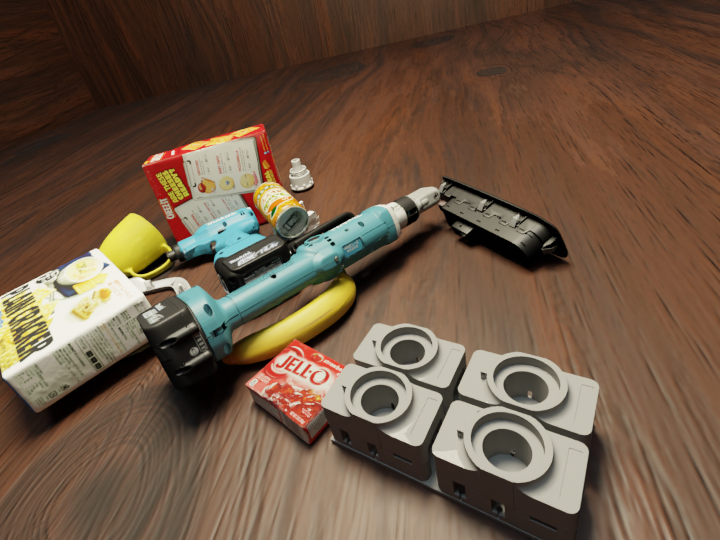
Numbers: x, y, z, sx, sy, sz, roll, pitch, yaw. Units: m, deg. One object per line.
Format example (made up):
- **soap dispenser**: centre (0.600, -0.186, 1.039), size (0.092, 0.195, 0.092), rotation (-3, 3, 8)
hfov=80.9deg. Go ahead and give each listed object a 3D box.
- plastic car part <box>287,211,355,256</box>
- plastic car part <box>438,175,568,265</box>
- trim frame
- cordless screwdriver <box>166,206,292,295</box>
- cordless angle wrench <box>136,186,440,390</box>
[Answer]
- **plastic car part**: centre (-0.061, -0.040, 0.626), size (0.074, 0.064, 0.114), rotation (0, 31, 46)
- **plastic car part**: centre (0.168, -0.064, 0.558), size (0.066, 0.063, 0.215), rotation (-36, 38, -14)
- **trim frame**: centre (-0.363, 0.073, 0.610), size (0.248, 0.026, 0.192), rotation (-19, 33, -1)
- **cordless screwdriver**: centre (-0.202, -0.020, 0.638), size (0.157, 0.071, 0.262), rotation (-28, 32, -18)
- **cordless angle wrench**: centre (-0.050, -0.014, 0.519), size (0.414, 0.072, 0.102), rotation (-31, 20, -26)
